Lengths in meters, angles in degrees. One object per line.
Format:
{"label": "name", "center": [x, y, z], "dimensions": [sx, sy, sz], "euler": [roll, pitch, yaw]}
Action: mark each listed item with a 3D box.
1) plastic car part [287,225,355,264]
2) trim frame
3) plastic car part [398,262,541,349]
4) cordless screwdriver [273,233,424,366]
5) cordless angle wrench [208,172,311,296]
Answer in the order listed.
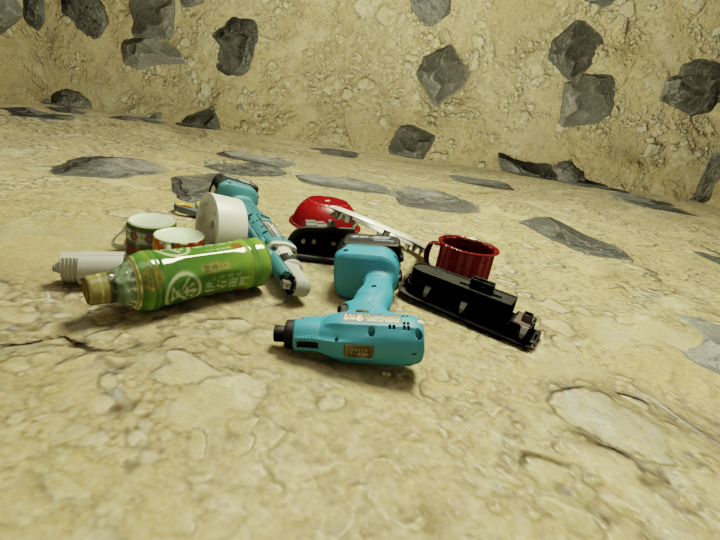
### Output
{"label": "plastic car part", "center": [-0.072, -0.047, 0.741], "dimensions": [0.116, 0.066, 0.071], "euler": [4, 5, -3]}
{"label": "trim frame", "center": [0.033, -0.071, 0.772], "dimensions": [0.191, 0.027, 0.240], "euler": [25, 6, 17]}
{"label": "plastic car part", "center": [0.146, 0.039, 0.595], "dimensions": [0.213, 0.065, 0.064], "euler": [19, 29, 32]}
{"label": "cordless screwdriver", "center": [-0.013, 0.029, 0.543], "dimensions": [0.160, 0.072, 0.253], "euler": [1, 25, 2]}
{"label": "cordless angle wrench", "center": [-0.176, -0.069, 0.728], "dimensions": [0.093, 0.074, 0.447], "euler": [12, 20, -34]}
